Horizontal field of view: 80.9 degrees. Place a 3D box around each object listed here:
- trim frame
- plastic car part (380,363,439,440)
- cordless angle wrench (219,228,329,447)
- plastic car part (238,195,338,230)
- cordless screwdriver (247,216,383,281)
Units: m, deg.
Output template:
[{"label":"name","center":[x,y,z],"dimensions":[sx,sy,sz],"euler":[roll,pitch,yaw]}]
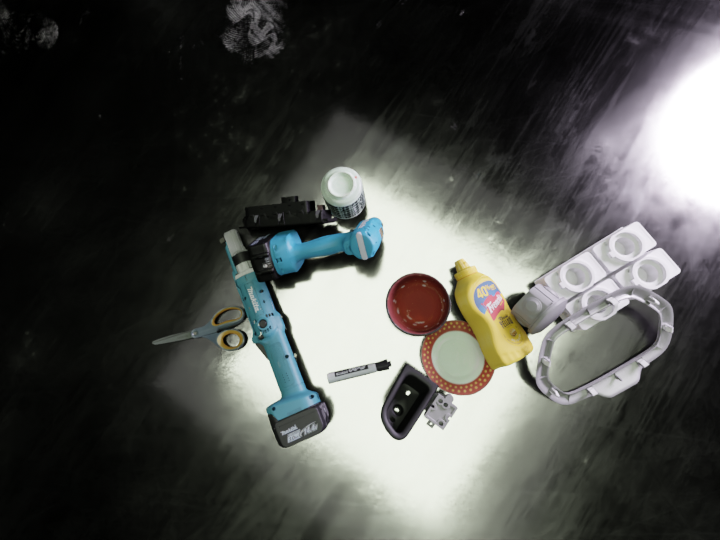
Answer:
[{"label":"trim frame","center":[0.400,0.128,0.691],"dimensions":[0.249,0.028,0.178],"euler":[-31,111,1]},{"label":"plastic car part","center":[0.073,0.234,0.737],"dimensions":[0.068,0.069,0.116],"euler":[33,69,12]},{"label":"cordless angle wrench","center":[-0.180,0.106,0.810],"dimensions":[0.098,0.072,0.435],"euler":[-25,73,2]},{"label":"plastic car part","center":[-0.152,-0.109,0.825],"dimensions":[0.210,0.065,0.066],"euler":[-6,102,24]},{"label":"cordless screwdriver","center":[-0.079,-0.051,0.804],"dimensions":[0.255,0.159,0.073],"euler":[-10,108,18]}]
